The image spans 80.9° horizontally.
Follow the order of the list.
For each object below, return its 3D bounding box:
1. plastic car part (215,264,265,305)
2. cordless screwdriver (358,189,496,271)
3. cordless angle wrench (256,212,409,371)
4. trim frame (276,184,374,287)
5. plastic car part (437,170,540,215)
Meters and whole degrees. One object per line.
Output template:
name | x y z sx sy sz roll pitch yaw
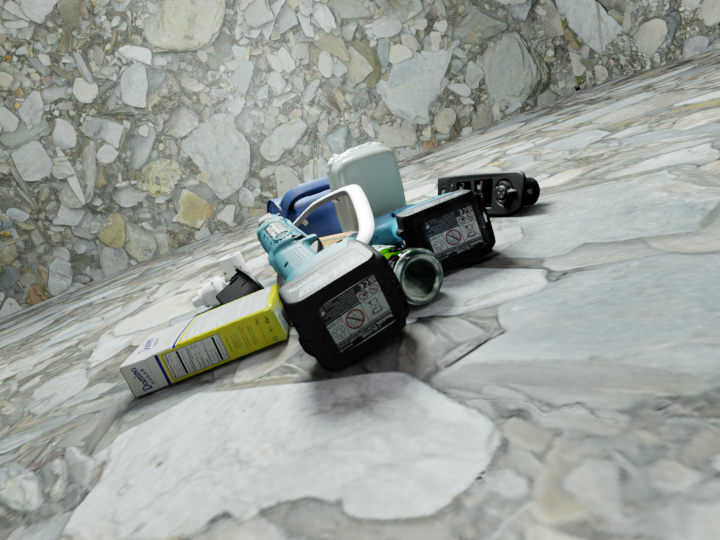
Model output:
plastic car part | -0.169 0.043 0.592 0.070 0.064 0.121 -40 22 -14
cordless screwdriver | 0.097 -0.065 0.570 0.158 0.073 0.254 -23 11 -7
cordless angle wrench | -0.084 -0.023 0.529 0.097 0.072 0.441 -32 25 -10
trim frame | -0.059 -0.039 0.603 0.186 0.026 0.258 -37 33 14
plastic car part | 0.193 -0.115 0.646 0.065 0.066 0.209 2 7 -18
